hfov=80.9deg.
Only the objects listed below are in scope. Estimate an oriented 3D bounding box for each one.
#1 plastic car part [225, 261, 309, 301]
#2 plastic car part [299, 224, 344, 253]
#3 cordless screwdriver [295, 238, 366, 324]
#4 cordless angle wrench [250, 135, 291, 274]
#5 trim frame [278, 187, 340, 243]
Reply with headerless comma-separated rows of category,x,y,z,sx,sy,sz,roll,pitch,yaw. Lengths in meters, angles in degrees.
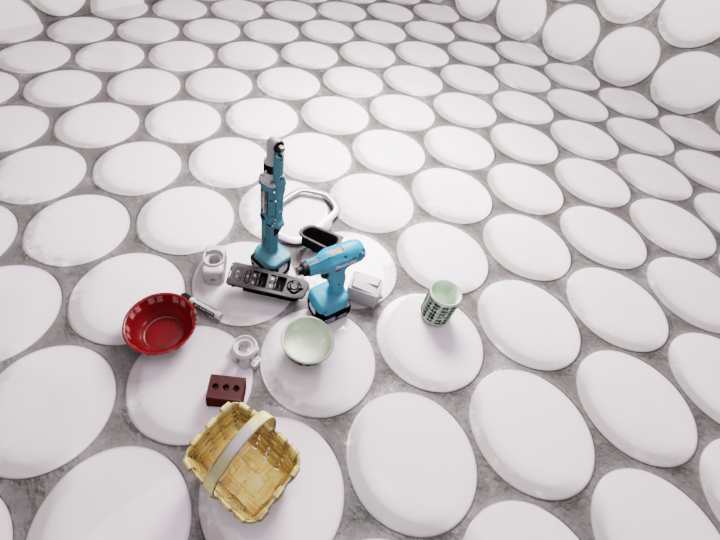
plastic car part,-0.233,0.040,1.071,0.203,0.065,0.068,11,50,1
plastic car part,-0.115,-0.075,1.178,0.119,0.069,0.066,23,51,10
cordless screwdriver,-0.083,0.036,0.978,0.155,0.244,0.078,-20,59,-25
cordless angle wrench,-0.207,-0.135,0.992,0.102,0.414,0.073,42,55,20
trim frame,-0.173,-0.168,1.275,0.191,0.027,0.245,34,55,19
